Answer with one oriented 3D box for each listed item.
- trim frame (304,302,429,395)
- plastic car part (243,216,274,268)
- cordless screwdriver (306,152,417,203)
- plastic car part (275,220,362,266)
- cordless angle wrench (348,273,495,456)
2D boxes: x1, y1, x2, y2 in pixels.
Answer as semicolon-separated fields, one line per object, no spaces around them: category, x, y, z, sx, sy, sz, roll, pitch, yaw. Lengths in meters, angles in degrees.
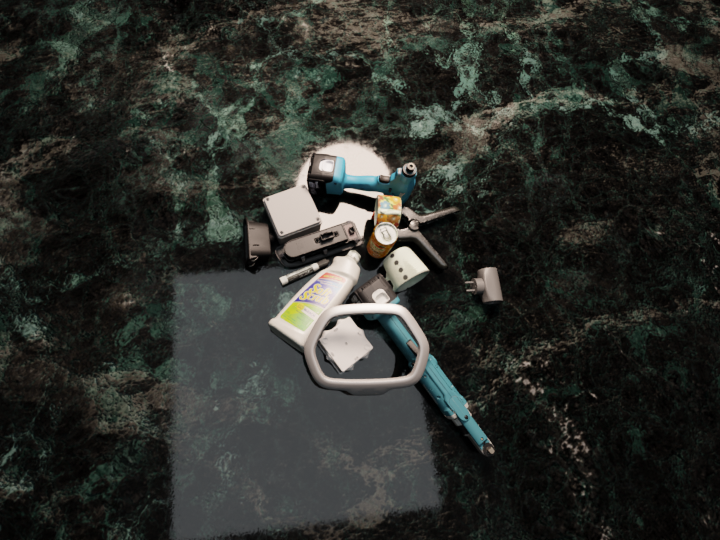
trim frame;0.011;0.158;0.846;0.249;0.027;0.185;-3;85;1
plastic car part;-0.233;-0.069;0.973;0.069;0.066;0.119;3;67;-21
cordless screwdriver;0.002;-0.219;0.984;0.249;0.157;0.075;10;72;0
plastic car part;-0.095;-0.062;0.976;0.201;0.067;0.067;-20;83;-8
cordless angle wrench;0.133;0.201;0.889;0.073;0.097;0.430;-34;81;-16
